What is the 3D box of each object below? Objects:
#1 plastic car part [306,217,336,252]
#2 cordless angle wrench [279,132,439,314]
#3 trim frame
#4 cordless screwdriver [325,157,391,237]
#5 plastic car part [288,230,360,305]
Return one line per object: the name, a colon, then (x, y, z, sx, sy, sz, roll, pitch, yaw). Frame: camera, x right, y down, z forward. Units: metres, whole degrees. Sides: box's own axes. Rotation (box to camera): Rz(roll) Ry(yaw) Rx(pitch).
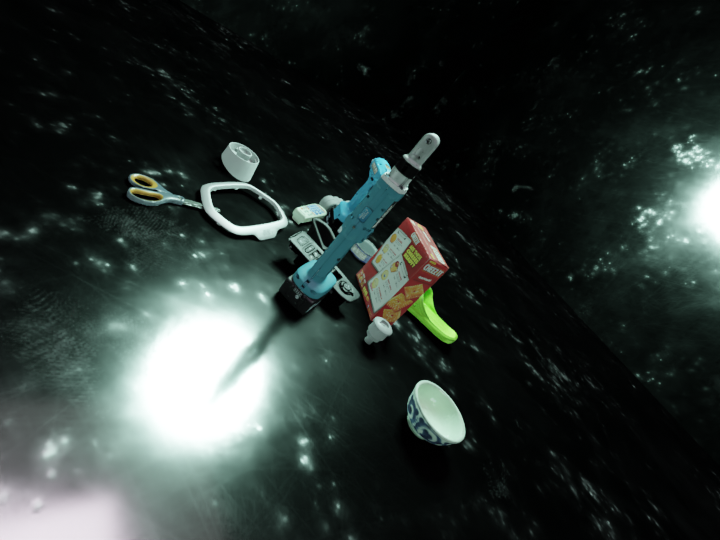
plastic car part: (-0.103, -0.067, 1.048, 0.062, 0.071, 0.122, 17, 34, -40)
cordless angle wrench: (-0.003, -0.084, 0.797, 0.076, 0.425, 0.096, 45, 26, 7)
trim frame: (-0.273, -0.146, 1.005, 0.189, 0.028, 0.241, 45, 26, 13)
cordless screwdriver: (0.001, -0.183, 1.165, 0.071, 0.250, 0.165, 28, 29, -25)
plastic car part: (-0.090, 0.006, 0.952, 0.207, 0.067, 0.065, 43, 26, 9)
